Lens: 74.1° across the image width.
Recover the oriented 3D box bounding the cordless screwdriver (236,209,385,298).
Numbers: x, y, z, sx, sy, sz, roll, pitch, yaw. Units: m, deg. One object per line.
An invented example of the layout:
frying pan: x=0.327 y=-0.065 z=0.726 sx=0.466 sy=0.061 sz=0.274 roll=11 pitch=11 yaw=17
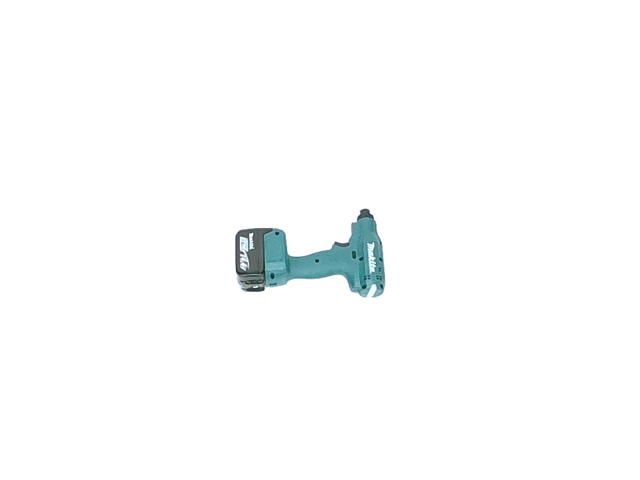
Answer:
cordless screwdriver: x=-0.016 y=0.015 z=0.723 sx=0.249 sy=0.159 sz=0.074 roll=1 pitch=-27 yaw=-4
